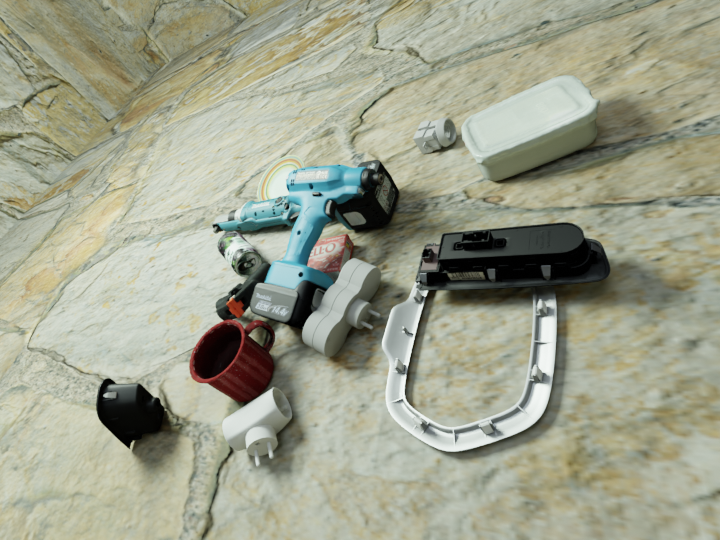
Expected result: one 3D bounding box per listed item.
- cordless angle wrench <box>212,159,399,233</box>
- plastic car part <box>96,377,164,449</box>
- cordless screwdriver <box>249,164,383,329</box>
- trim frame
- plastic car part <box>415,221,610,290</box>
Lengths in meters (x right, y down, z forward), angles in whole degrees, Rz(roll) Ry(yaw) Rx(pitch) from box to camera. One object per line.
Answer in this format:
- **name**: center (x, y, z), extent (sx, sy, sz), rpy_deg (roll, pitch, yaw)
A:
- **cordless angle wrench**: center (-0.137, -0.113, 0.795), extent (0.442, 0.070, 0.099), rpy_deg (-3, 53, 37)
- **plastic car part**: center (-0.329, 0.204, 0.622), extent (0.071, 0.112, 0.068), rpy_deg (-5, 45, -1)
- **cordless screwdriver**: center (-0.060, -0.039, 0.610), extent (0.167, 0.070, 0.251), rpy_deg (3, 73, 34)
- **trim frame**: center (0.115, 0.072, 0.475), extent (0.193, 0.026, 0.251), rpy_deg (-3, 54, 35)
- **plastic car part**: center (0.156, -0.020, 0.474), extent (0.212, 0.064, 0.066), rpy_deg (0, 45, 32)
